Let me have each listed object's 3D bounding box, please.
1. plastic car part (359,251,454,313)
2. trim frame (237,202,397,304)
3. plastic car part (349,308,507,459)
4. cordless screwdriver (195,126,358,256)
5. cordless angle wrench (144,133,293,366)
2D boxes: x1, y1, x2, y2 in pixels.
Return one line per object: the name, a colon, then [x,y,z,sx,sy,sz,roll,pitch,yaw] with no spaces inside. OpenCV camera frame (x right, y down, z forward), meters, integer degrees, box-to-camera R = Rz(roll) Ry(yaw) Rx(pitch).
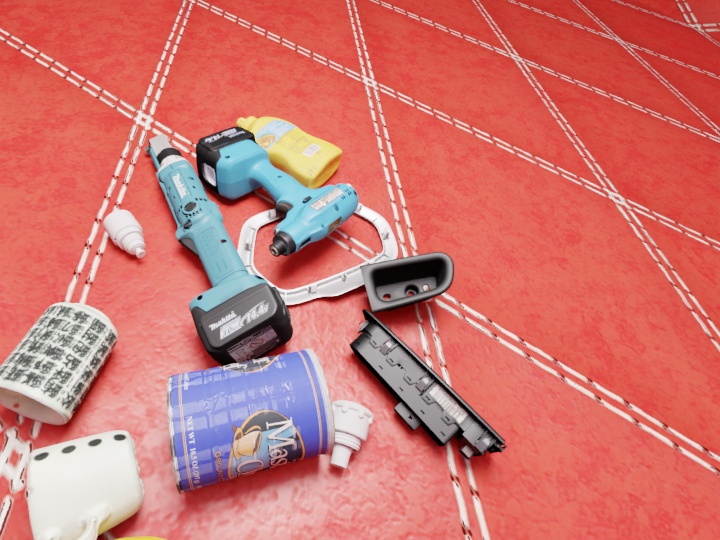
plastic car part: [0.063,0.022,0.559,0.116,0.069,0.068,-12,65,-4]
trim frame: [-0.060,-0.039,0.616,0.241,0.027,0.193,-20,58,-27]
plastic car part: [0.060,0.132,0.481,0.067,0.064,0.212,-39,66,-7]
cordless screwdriver: [-0.143,-0.115,0.609,0.259,0.072,0.156,31,48,22]
cordless angle wrench: [-0.223,-0.069,0.580,0.097,0.071,0.445,-30,56,-9]
